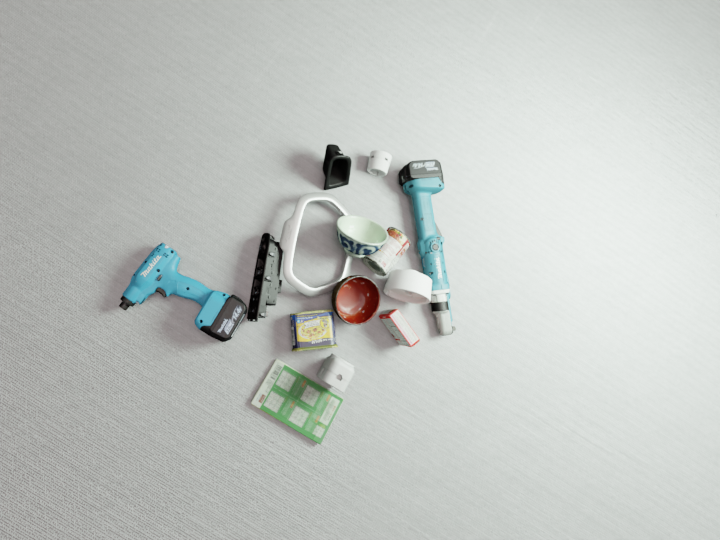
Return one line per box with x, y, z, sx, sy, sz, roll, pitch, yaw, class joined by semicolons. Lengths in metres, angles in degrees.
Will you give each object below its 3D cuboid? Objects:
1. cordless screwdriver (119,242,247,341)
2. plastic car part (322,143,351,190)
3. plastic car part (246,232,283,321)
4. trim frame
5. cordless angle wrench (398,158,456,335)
-0.376;0.070;0.902;0.249;0.074;0.159;34;76;1;cordless screwdriver
-0.063;-0.256;1.007;0.065;0.114;0.074;-16;62;-16;plastic car part
-0.208;0.014;0.948;0.065;0.068;0.205;7;78;-22;plastic car part
-0.096;-0.063;0.981;0.177;0.028;0.250;15;79;-24;trim frame
0.172;-0.055;1.028;0.096;0.075;0.426;-6;83;-13;cordless angle wrench
